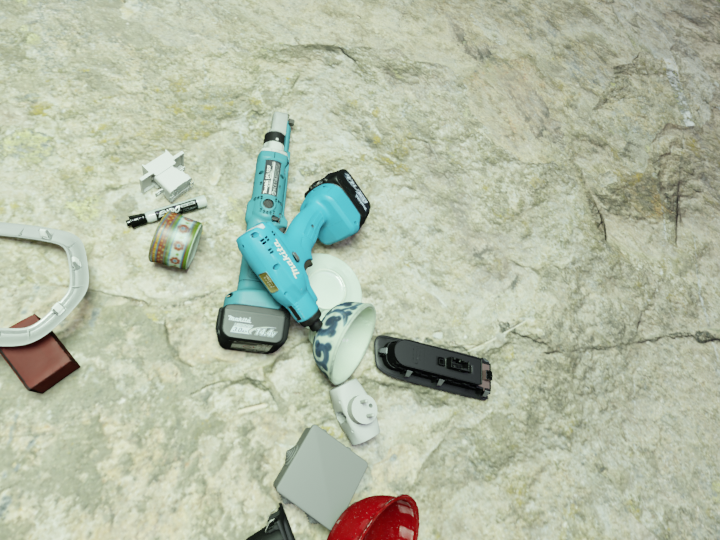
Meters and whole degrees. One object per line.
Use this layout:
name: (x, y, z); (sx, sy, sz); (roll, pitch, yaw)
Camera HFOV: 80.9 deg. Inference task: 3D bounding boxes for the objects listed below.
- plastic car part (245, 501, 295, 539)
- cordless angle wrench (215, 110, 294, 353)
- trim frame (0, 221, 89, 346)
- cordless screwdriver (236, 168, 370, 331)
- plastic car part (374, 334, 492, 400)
plastic car part: (-0.100, 0.352, 0.491); (0.070, 0.065, 0.119); (-20, 77, -10)
cordless angle wrench: (-0.148, -0.090, 0.668); (0.095, 0.074, 0.433); (9, 62, -15)
trim frame: (-0.458, 0.012, 0.515); (0.248, 0.027, 0.188); (7, 54, 0)
cordless screwdriver: (-0.061, -0.040, 0.621); (0.155, 0.077, 0.247); (55, 39, -15)
plastic car part: (0.119, 0.146, 0.647); (0.200, 0.067, 0.067); (15, 71, -8)
